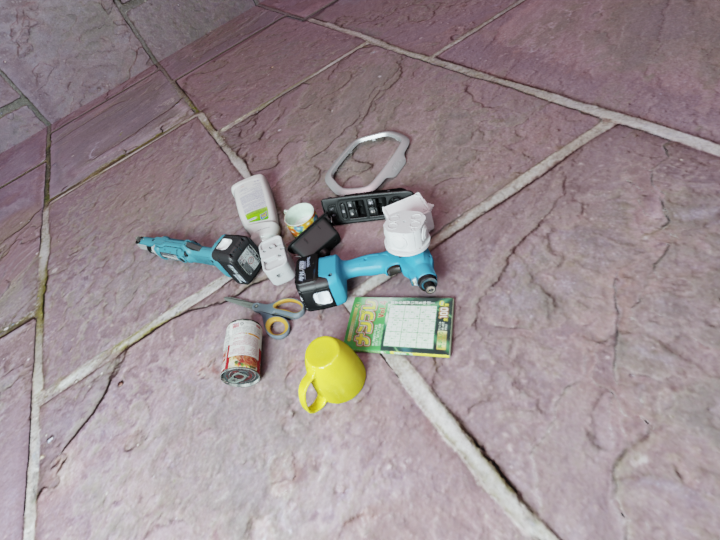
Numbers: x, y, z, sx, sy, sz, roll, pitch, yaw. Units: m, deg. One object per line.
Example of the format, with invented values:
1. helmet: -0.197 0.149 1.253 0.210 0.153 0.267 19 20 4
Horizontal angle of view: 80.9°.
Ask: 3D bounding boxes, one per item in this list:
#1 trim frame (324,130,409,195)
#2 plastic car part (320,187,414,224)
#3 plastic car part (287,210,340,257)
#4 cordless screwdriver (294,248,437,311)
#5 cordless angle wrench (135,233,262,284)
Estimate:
1. trim frame: 0.018 -0.267 1.044 0.194 0.026 0.248 15 58 35
2. plastic car part: 0.021 -0.143 0.918 0.211 0.064 0.066 -1 25 25
3. plastic car part: -0.087 -0.057 0.894 0.116 0.063 0.074 -44 62 -12
4. cordless screwdriver: 0.008 0.011 0.767 0.251 0.071 0.165 -17 37 6
5. cordless angle wrench: -0.413 -0.047 1.016 0.444 0.093 0.074 8 55 35
